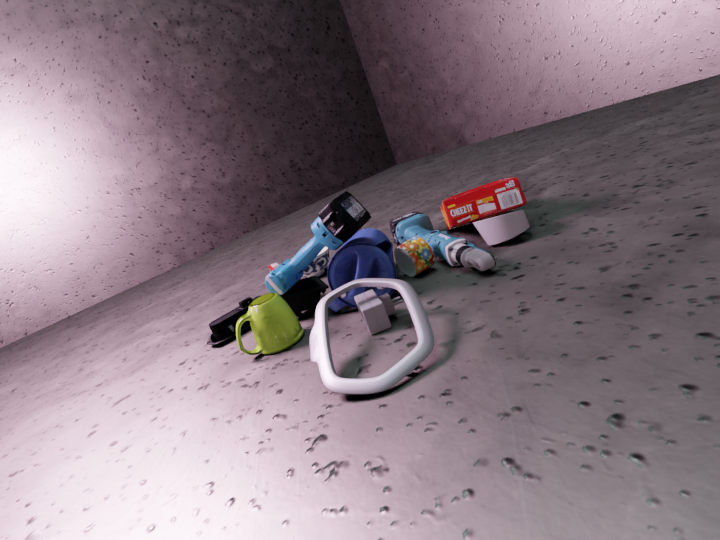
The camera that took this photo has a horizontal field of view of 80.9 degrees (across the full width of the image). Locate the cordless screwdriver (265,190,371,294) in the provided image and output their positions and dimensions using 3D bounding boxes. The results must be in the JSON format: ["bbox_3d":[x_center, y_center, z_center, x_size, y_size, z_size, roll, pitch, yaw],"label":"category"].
[{"bbox_3d":[-0.085,-0.056,0.873,0.252,0.074,0.157,-42,3,29],"label":"cordless screwdriver"}]

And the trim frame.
[{"bbox_3d":[0.008,0.087,0.640,0.185,0.026,0.258,-18,34,3],"label":"trim frame"}]

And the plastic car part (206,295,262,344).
[{"bbox_3d":[-0.273,0.107,0.992,0.199,0.065,0.070,-36,26,-33],"label":"plastic car part"}]

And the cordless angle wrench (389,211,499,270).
[{"bbox_3d":[0.174,-0.063,0.951,0.097,0.072,0.436,-24,18,-7],"label":"cordless angle wrench"}]

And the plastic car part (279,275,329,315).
[{"bbox_3d":[-0.134,0.063,0.927,0.113,0.069,0.070,-16,26,-25],"label":"plastic car part"}]
